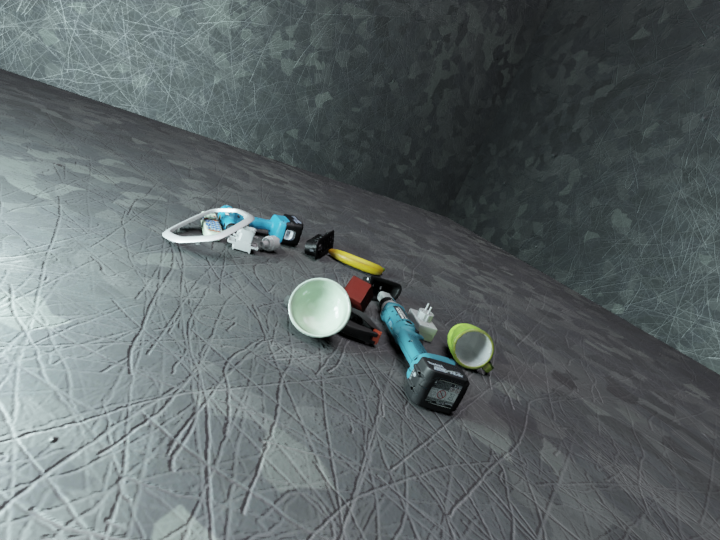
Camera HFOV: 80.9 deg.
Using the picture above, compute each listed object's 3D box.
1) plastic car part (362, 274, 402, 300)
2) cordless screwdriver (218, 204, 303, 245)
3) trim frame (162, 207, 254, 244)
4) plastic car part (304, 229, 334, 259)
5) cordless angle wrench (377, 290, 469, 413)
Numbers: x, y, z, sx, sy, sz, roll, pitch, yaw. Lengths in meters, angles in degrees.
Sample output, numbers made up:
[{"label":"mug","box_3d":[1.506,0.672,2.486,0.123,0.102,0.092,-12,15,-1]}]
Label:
[{"label":"plastic car part","box_3d":[0.047,0.047,1.163,0.111,0.066,0.075,15,4,-35]},{"label":"cordless screwdriver","box_3d":[-0.292,-0.128,1.252,0.239,0.074,0.167,9,21,-26]},{"label":"trim frame","box_3d":[-0.377,-0.114,1.063,0.191,0.027,0.246,9,30,19]},{"label":"plastic car part","box_3d":[-0.130,-0.085,1.334,0.068,0.065,0.202,14,16,4]},{"label":"cordless angle wrench","box_3d":[0.099,0.138,0.925,0.095,0.074,0.437,18,15,-17]}]
